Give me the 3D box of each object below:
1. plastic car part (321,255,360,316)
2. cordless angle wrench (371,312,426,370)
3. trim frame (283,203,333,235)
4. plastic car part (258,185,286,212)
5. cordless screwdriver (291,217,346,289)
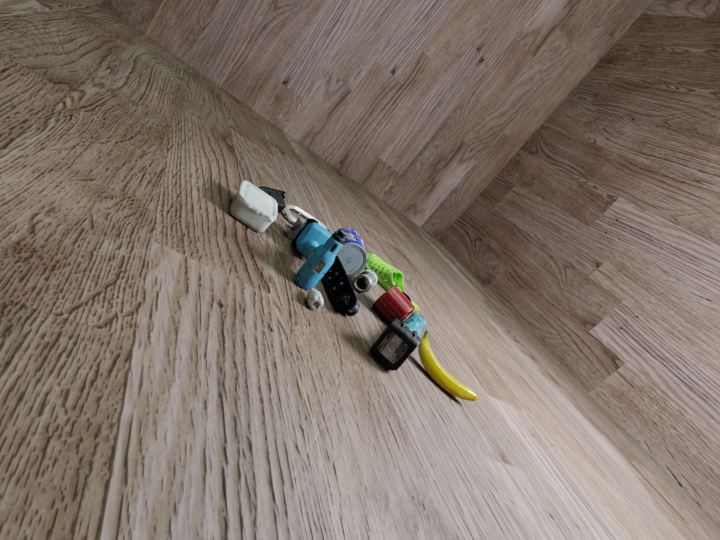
[{"bbox_3d":[-0.050,0.047,1.053,0.064,0.066,0.212,61,0,-33],"label":"plastic car part"},{"bbox_3d":[0.126,0.154,1.086,0.076,0.098,0.411,40,12,11],"label":"cordless angle wrench"},{"bbox_3d":[-0.161,-0.146,1.403,0.238,0.027,0.192,33,15,-25],"label":"trim frame"},{"bbox_3d":[-0.270,-0.205,1.275,0.073,0.067,0.111,60,25,16],"label":"plastic car part"},{"bbox_3d":[-0.103,-0.068,1.058,0.072,0.159,0.257,34,14,-21],"label":"cordless screwdriver"}]
